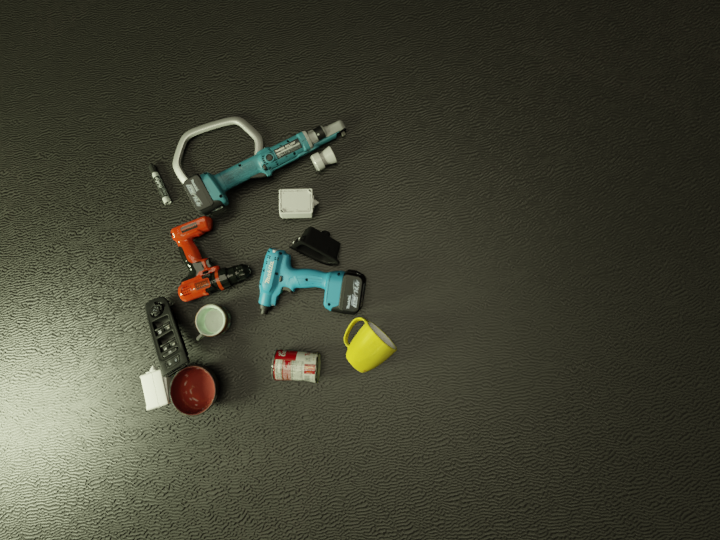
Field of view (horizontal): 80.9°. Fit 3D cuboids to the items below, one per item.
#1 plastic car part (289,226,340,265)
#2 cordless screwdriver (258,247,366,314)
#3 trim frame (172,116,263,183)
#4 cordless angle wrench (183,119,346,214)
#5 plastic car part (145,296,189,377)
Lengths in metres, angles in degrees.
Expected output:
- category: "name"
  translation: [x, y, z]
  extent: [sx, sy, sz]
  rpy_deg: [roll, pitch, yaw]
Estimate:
- category: "plastic car part"
  translation: [-0.098, -0.064, 1.006]
  extent: [0.112, 0.068, 0.072]
  rpy_deg: [24, 68, -20]
- category: "cordless screwdriver"
  translation: [-0.118, 0.050, 0.987]
  extent: [0.254, 0.073, 0.159]
  rpy_deg: [14, 94, 12]
- category: "trim frame"
  translation: [-0.373, -0.305, 1.105]
  extent: [0.249, 0.027, 0.187]
  rpy_deg: [-16, 78, 2]
- category: "cordless angle wrench"
  translation: [-0.226, -0.272, 1.049]
  extent: [0.420, 0.075, 0.097]
  rpy_deg: [-29, 95, -6]
- category: "plastic car part"
  translation: [-0.450, 0.150, 0.998]
  extent: [0.066, 0.064, 0.212]
  rpy_deg: [-34, 64, 2]
